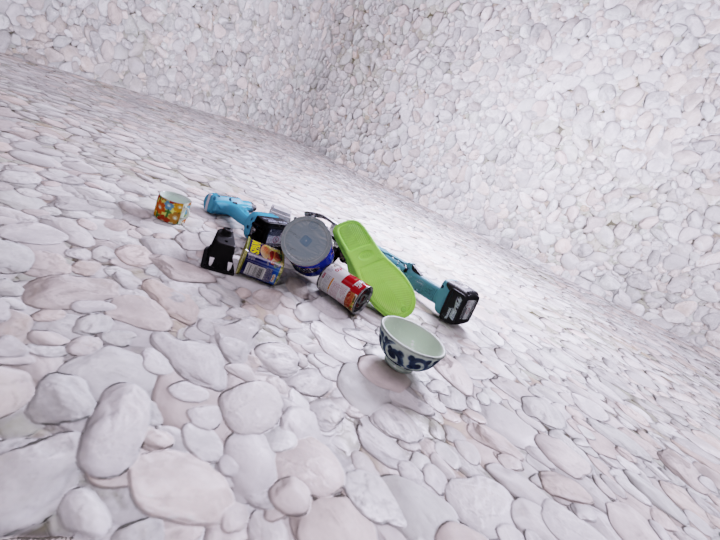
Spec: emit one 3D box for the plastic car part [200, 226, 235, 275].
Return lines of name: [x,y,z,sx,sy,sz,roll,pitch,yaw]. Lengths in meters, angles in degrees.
plastic car part: [-0.276,-0.050,0.848,0.063,0.070,0.121,18,22,-23]

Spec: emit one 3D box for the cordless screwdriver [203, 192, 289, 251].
cordless screwdriver: [-0.272,-0.131,1.082,0.263,0.074,0.152,31,19,34]

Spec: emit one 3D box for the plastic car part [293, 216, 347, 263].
plastic car part: [-0.110,-0.072,1.126,0.212,0.067,0.064,35,-17,24]

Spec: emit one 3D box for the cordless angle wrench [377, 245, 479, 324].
cordless angle wrench: [0.117,0.003,1.162,0.070,0.097,0.448,6,21,-46]

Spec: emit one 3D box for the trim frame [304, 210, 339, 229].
trim frame: [-0.051,-0.080,1.129,0.247,0.027,0.186,35,-12,-4]
